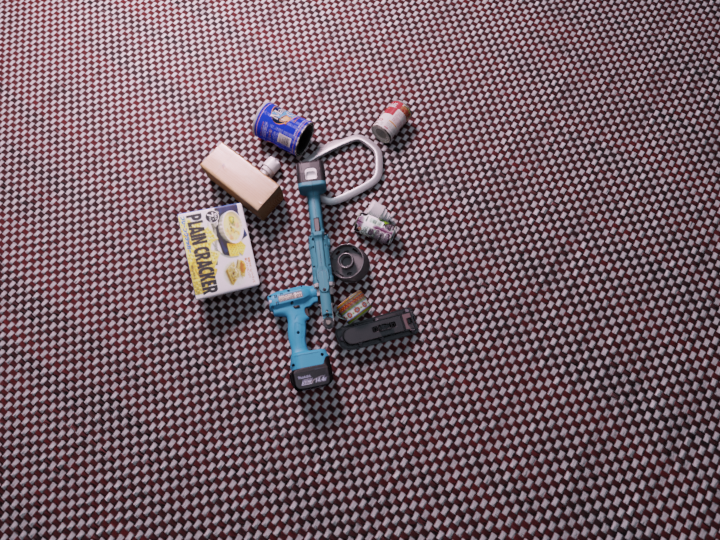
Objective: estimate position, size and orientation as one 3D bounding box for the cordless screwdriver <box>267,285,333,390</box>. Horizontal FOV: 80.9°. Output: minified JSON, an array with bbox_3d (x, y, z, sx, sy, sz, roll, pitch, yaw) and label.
[{"bbox_3d":[-0.122,0.156,1.029,0.157,0.073,0.256,-14,70,-13],"label":"cordless screwdriver"}]

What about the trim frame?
[{"bbox_3d":[-0.054,-0.283,1.175,0.247,0.027,0.189,-29,76,-4],"label":"trim frame"}]

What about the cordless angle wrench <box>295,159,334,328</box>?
[{"bbox_3d":[-0.103,-0.068,1.056,0.074,0.096,0.431,-7,75,-3],"label":"cordless angle wrench"}]

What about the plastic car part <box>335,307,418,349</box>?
[{"bbox_3d":[0.040,0.146,1.032,0.203,0.066,0.067,-15,83,0],"label":"plastic car part"}]
